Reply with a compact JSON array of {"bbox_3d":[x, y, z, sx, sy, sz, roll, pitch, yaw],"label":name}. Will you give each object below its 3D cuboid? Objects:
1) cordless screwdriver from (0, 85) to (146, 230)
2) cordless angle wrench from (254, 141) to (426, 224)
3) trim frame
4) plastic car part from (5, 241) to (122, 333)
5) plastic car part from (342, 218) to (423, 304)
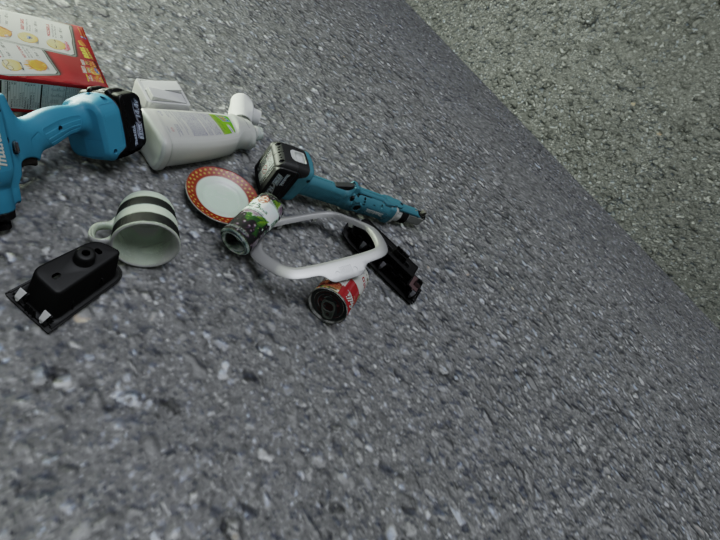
[{"bbox_3d":[-0.396,-0.162,0.560,0.076,0.156,0.248,11,27,10],"label":"cordless screwdriver"},{"bbox_3d":[-0.015,-0.152,0.880,0.401,0.099,0.077,12,49,-37],"label":"cordless angle wrench"},{"bbox_3d":[-0.070,-0.046,0.720,0.239,0.027,0.195,-15,41,-33],"label":"trim frame"},{"bbox_3d":[-0.330,0.003,0.490,0.066,0.072,0.116,42,42,-4],"label":"plastic car part"},{"bbox_3d":[0.049,-0.028,0.832,0.205,0.067,0.065,42,46,5],"label":"plastic car part"}]
